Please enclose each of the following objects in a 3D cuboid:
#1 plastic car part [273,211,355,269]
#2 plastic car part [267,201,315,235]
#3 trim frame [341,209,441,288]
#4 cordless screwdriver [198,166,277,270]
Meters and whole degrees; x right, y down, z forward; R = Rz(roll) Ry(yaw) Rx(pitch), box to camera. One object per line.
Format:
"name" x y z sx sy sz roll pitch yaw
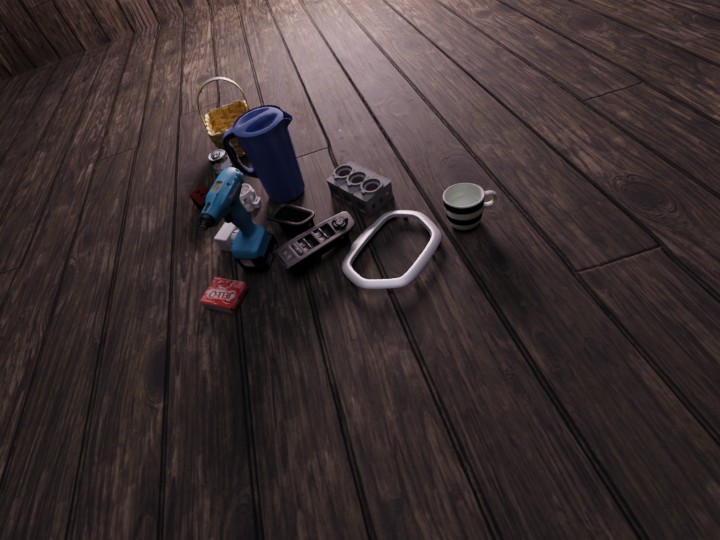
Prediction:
"plastic car part" -0.096 -0.063 0.978 0.201 0.064 0.070 -36 50 -13
"plastic car part" -0.159 -0.115 1.040 0.122 0.068 0.066 19 58 30
"trim frame" 0.068 -0.050 0.940 0.194 0.026 0.247 21 60 31
"cordless screwdriver" -0.272 -0.086 0.937 0.077 0.237 0.162 2 51 16
